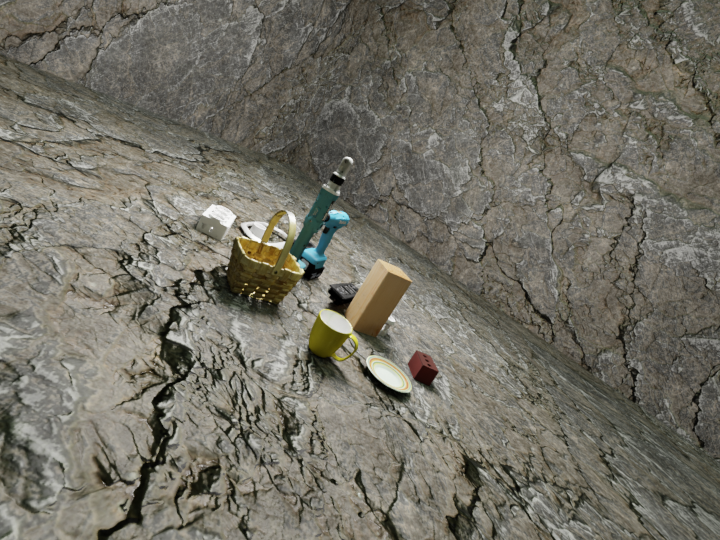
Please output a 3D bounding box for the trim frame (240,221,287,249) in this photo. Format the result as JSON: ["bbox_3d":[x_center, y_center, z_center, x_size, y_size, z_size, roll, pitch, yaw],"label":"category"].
[{"bbox_3d":[-0.346,-0.131,1.583,0.190,0.027,0.242,33,15,13],"label":"trim frame"}]

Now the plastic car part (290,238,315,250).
[{"bbox_3d":[-0.219,-0.072,1.541,0.069,0.071,0.111,38,17,26],"label":"plastic car part"}]

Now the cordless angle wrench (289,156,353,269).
[{"bbox_3d":[-0.136,-0.142,1.239,0.076,0.422,0.095,34,15,11],"label":"cordless angle wrench"}]

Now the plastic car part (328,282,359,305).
[{"bbox_3d":[-0.051,0.080,1.362,0.069,0.067,0.196,34,16,16],"label":"plastic car part"}]

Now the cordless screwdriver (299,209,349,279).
[{"bbox_3d":[-0.137,-0.090,1.406,0.077,0.248,0.153,36,16,18],"label":"cordless screwdriver"}]
